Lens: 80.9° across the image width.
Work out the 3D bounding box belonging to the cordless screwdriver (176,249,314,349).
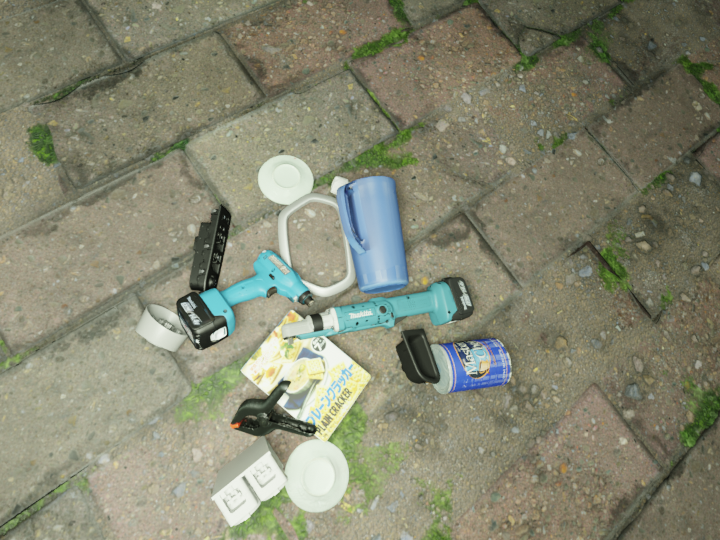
[{"bbox_3d":[-0.223,0.065,0.838,0.243,0.072,0.167,-34,60,-32],"label":"cordless screwdriver"}]

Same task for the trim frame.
[{"bbox_3d":[-0.095,-0.062,0.969,0.181,0.027,0.254,-7,73,-11],"label":"trim frame"}]

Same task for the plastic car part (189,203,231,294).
[{"bbox_3d":[-0.325,-0.038,0.902,0.067,0.065,0.206,2,73,-2],"label":"plastic car part"}]

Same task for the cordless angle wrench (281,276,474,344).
[{"bbox_3d":[0.038,0.090,0.886,0.411,0.075,0.100,-8,73,-21],"label":"cordless angle wrench"}]

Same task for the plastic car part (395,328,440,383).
[{"bbox_3d":[0.113,0.191,0.903,0.063,0.072,0.120,0,62,-33],"label":"plastic car part"}]
